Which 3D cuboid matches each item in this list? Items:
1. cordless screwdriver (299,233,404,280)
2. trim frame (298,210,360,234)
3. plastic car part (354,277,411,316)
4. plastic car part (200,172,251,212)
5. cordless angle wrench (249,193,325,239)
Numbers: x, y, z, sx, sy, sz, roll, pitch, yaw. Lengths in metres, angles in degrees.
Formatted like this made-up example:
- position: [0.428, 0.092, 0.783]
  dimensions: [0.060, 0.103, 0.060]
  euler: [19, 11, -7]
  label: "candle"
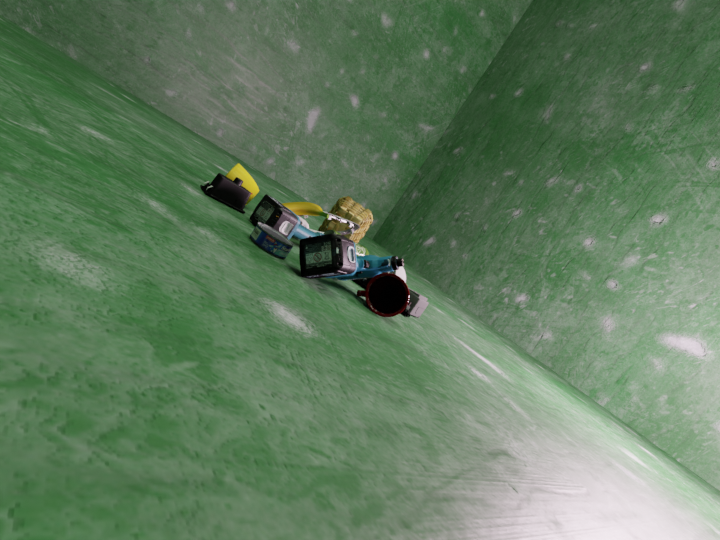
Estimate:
- position: [-0.014, -0.019, 0.868]
  dimensions: [0.164, 0.075, 0.238]
  euler: [-7, -9, 20]
  label: "cordless screwdriver"
- position: [-0.114, -0.140, 1.311]
  dimensions: [0.191, 0.028, 0.235]
  euler: [-13, -20, 38]
  label: "trim frame"
- position: [0.054, 0.042, 1.115]
  dimensions: [0.206, 0.067, 0.065]
  euler: [31, 14, 7]
  label: "plastic car part"
- position: [-0.317, -0.196, 1.025]
  dimensions: [0.110, 0.071, 0.070]
  euler: [24, 12, -37]
  label: "plastic car part"
- position: [-0.110, -0.072, 1.127]
  dimensions: [0.104, 0.074, 0.399]
  euler: [39, 7, 40]
  label: "cordless angle wrench"
